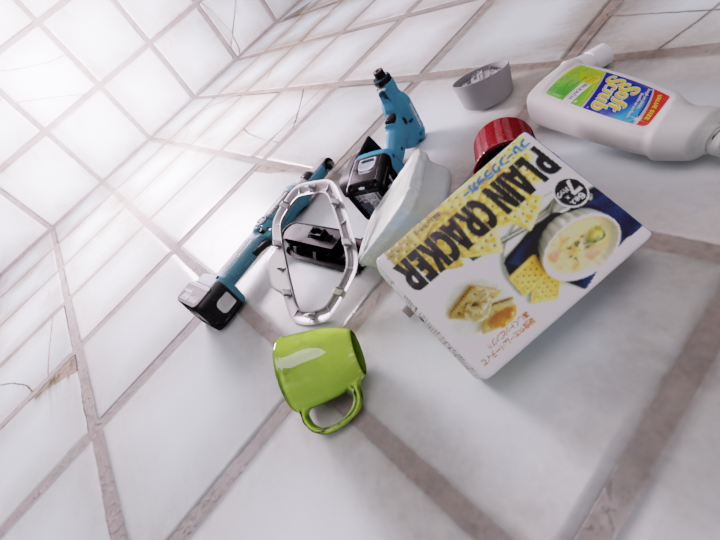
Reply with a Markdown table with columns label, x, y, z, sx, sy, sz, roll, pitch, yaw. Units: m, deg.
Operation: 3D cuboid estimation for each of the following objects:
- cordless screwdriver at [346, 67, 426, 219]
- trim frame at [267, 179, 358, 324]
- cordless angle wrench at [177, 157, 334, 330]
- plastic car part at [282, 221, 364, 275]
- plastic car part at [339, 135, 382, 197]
| label | x | y | z | sx | sy | sz | roll | pitch | yaw |
| --- | --- | --- | --- | --- | --- | --- | --- | --- | --- |
| cordless screwdriver | 0.042 | -0.218 | 0.721 | 0.077 | 0.151 | 0.252 | -8 | 49 | 34 |
| trim frame | -0.085 | -0.035 | 0.673 | 0.188 | 0.026 | 0.257 | -36 | 58 | 33 |
| cordless angle wrench | -0.181 | -0.080 | 0.837 | 0.103 | 0.070 | 0.422 | 10 | 57 | 44 |
| plastic car part | -0.071 | -0.046 | 0.722 | 0.214 | 0.063 | 0.066 | 12 | 67 | 48 |
| plastic car part | -0.005 | -0.187 | 0.811 | 0.074 | 0.063 | 0.117 | -5 | 51 | 56 |
